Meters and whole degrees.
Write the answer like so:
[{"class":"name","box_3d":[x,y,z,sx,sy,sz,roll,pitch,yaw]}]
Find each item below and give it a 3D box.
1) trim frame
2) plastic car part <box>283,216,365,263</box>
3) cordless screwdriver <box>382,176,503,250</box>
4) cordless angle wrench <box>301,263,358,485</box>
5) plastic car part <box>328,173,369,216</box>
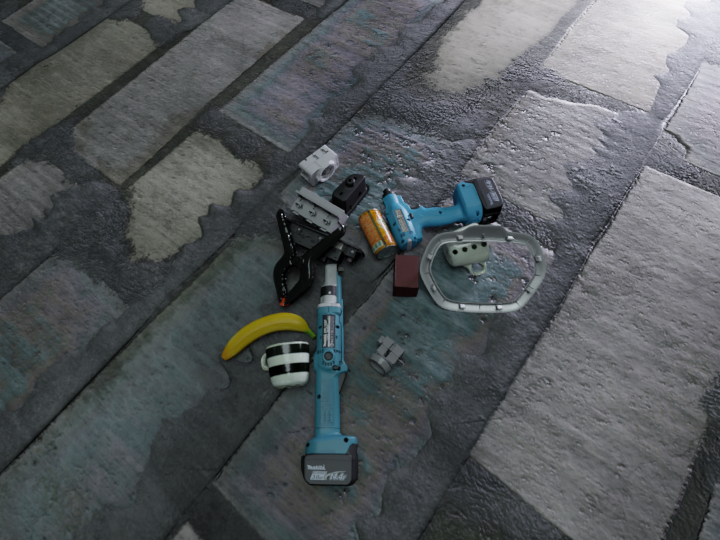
[{"class":"trim frame","box_3d":[0.247,-0.002,0.858,0.251,0.027,0.182,2,98,7]},{"class":"plastic car part","box_3d":[-0.094,-0.061,0.957,0.210,0.064,0.067,28,93,17]},{"class":"cordless screwdriver","box_3d":[0.180,-0.151,0.968,0.249,0.071,0.165,-17,63,0]},{"class":"cordless angle wrench","box_3d":[-0.059,0.176,0.824,0.098,0.072,0.435,-3,60,2]},{"class":"plastic car part","box_3d":[-0.029,-0.189,1.008,0.068,0.069,0.116,34,73,16]}]
